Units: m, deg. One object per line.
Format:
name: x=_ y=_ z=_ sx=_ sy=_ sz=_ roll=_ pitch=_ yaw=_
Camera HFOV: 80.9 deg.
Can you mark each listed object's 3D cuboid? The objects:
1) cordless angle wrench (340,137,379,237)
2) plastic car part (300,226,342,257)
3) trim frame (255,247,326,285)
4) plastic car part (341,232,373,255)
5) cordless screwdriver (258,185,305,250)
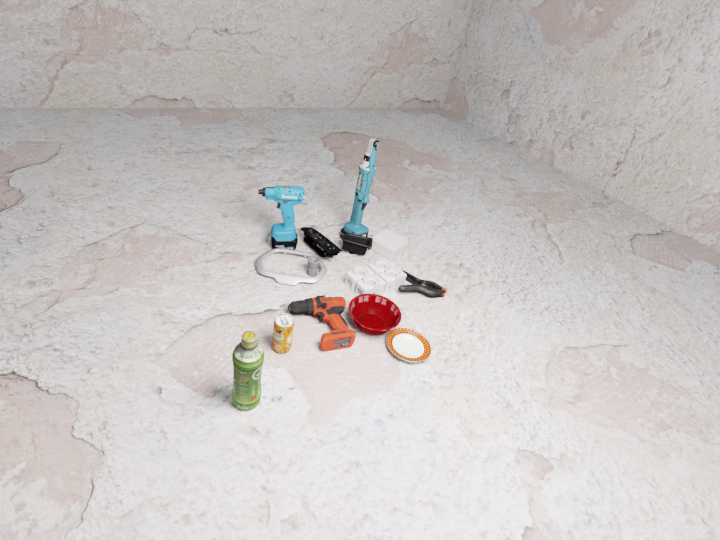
cordless angle wrench: x=0.008 y=-0.283 z=1.555 sx=0.072 sy=0.414 sz=0.103 roll=-16 pitch=44 yaw=-35
plastic car part: x=-0.153 y=-0.100 z=1.566 sx=0.064 sy=0.065 sz=0.215 roll=-16 pitch=42 yaw=-33
trim frame: x=-0.240 y=-0.016 z=1.464 sx=0.249 sy=0.027 sz=0.188 roll=9 pitch=35 yaw=0
plastic car part: x=-0.019 y=-0.092 z=1.580 sx=0.117 sy=0.069 sz=0.067 roll=12 pitch=35 yaw=3
cordless screwdriver: x=-0.289 y=-0.188 z=1.507 sx=0.156 sy=0.243 sz=0.077 roll=4 pitch=36 yaw=-11
